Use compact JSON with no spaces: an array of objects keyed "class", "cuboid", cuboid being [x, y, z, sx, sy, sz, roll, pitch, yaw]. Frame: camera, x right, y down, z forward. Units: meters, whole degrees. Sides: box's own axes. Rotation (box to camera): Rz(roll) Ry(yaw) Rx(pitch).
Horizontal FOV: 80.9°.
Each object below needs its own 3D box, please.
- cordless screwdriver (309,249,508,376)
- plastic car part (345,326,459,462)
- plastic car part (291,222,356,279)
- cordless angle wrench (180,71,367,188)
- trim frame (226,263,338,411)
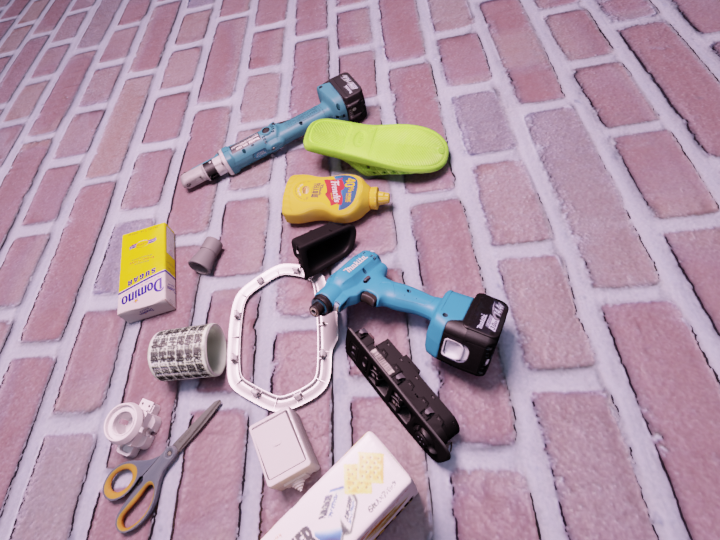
[{"class":"cordless screwdriver","cuboid":[0.061,0.059,0.591,0.261,0.072,0.156,23,39,27]},{"class":"plastic car part","cuboid":[0.057,0.159,0.572,0.065,0.065,0.214,-18,51,-29]},{"class":"plastic car part","cuboid":[-0.071,-0.046,0.726,0.114,0.064,0.075,-32,41,-30]},{"class":"cordless angle wrench","cuboid":[-0.192,-0.281,0.901,0.422,0.071,0.103,-28,57,-1]},{"class":"trim frame","cuboid":[-0.126,0.094,0.674,0.186,0.026,0.256,-9,55,7]}]
